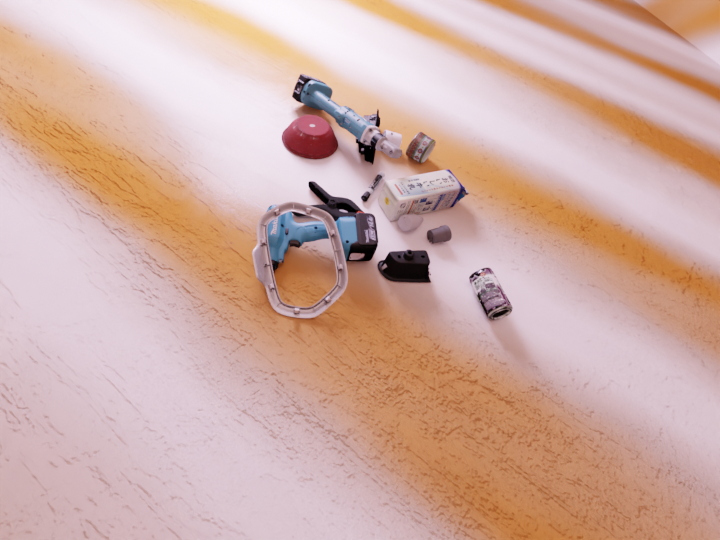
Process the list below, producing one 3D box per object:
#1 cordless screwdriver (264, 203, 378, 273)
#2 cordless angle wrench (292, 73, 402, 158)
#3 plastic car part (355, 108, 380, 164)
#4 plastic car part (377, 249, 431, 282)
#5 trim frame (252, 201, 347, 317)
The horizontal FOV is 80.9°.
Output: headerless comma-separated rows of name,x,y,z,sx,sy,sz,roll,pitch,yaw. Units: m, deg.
cordless screwdriver,-0.090,-0.059,0.920,0.247,0.073,0.163,4,62,-4
cordless angle wrench,-0.039,-0.418,1.157,0.093,0.074,0.445,-4,40,-45
plastic car part,0.024,-0.389,1.214,0.069,0.063,0.206,0,50,17
plastic car part,0.104,-0.017,0.927,0.114,0.070,0.068,2,52,-15
trim frame,-0.125,-0.026,0.862,0.183,0.027,0.253,-11,77,-4
